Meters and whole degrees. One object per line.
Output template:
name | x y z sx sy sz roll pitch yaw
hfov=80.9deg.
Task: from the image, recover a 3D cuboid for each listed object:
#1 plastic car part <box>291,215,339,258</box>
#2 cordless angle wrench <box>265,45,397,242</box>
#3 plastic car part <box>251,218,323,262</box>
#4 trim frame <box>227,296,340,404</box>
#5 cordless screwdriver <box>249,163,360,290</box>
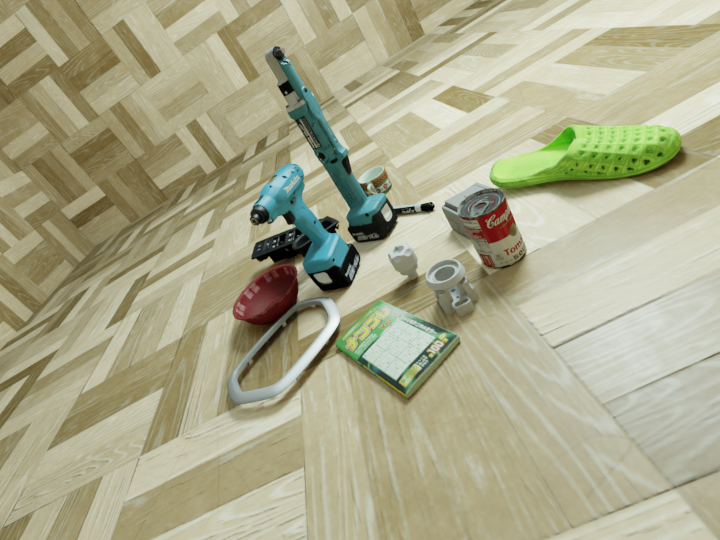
plastic car part | -0.093 -0.061 0.952 0.116 0.068 0.069 -40 28 -11
cordless angle wrench | -0.063 -0.240 0.840 0.102 0.406 0.074 -7 36 43
plastic car part | -0.170 -0.065 1.040 0.207 0.064 0.068 -23 29 20
trim frame | -0.134 0.134 0.745 0.193 0.026 0.247 3 46 48
cordless screwdriver | -0.103 -0.061 0.786 0.077 0.239 0.160 -14 32 34
